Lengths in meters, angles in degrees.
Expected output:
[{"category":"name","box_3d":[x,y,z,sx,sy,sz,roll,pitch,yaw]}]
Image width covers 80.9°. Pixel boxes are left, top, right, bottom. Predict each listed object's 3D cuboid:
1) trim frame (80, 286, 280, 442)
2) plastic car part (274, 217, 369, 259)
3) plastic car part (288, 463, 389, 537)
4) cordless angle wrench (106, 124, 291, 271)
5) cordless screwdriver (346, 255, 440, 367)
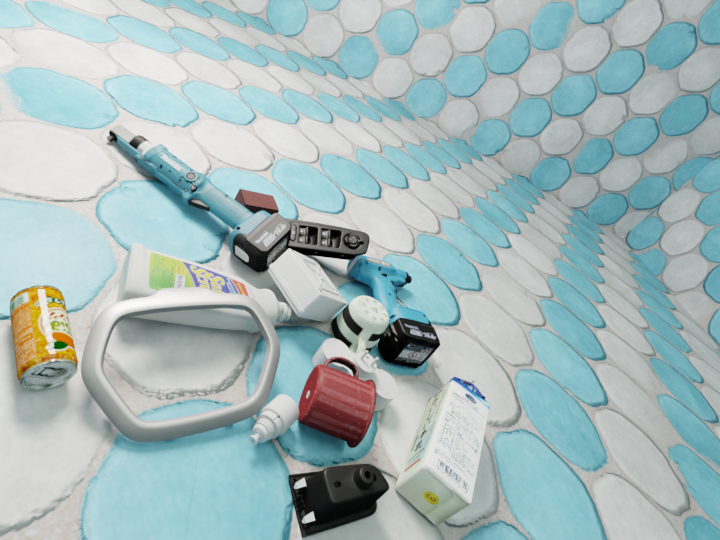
[{"category":"trim frame","box_3d":[-0.209,0.105,0.530,0.237,0.028,0.189,-2,67,-37]},{"category":"plastic car part","box_3d":[-0.083,-0.054,0.849,0.201,0.065,0.068,5,52,-5]},{"category":"plastic car part","box_3d":[-0.016,0.259,0.504,0.111,0.071,0.069,6,43,-33]},{"category":"cordless angle wrench","box_3d":[-0.318,-0.158,0.797,0.433,0.073,0.097,36,58,12]},{"category":"cordless screwdriver","box_3d":[0.077,0.071,0.843,0.152,0.074,0.261,13,33,-30]}]
